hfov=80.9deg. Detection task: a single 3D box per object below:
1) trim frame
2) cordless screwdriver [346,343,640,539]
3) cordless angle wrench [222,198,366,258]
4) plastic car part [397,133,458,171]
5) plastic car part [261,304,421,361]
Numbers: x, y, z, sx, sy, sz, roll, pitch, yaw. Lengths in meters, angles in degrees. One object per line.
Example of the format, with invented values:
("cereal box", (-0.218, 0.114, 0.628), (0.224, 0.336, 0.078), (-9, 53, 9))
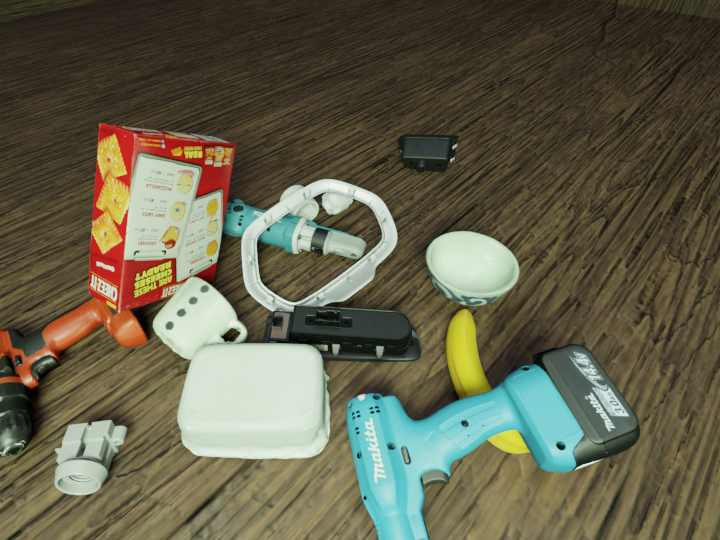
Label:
("trim frame", (-0.061, -0.040, 0.626), (0.245, 0.027, 0.189), (-35, 74, -17))
("cordless screwdriver", (0.118, 0.173, 0.394), (0.251, 0.071, 0.166), (-18, 56, 6))
("cordless angle wrench", (-0.198, -0.085, 0.699), (0.433, 0.072, 0.099), (15, 52, 13))
("plastic car part", (0.131, -0.228, 0.844), (0.119, 0.063, 0.072), (4, 59, 10))
("plastic car part", (-0.023, 0.074, 0.538), (0.204, 0.065, 0.068), (5, 44, 2))
